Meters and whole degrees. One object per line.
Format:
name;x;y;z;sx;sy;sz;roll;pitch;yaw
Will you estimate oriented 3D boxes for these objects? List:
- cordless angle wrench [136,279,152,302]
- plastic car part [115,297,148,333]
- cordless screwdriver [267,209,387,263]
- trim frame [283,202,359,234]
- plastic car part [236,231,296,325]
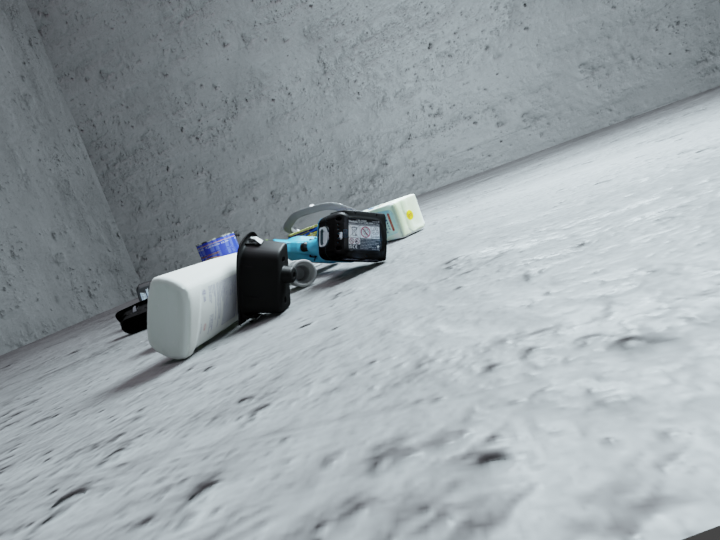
cordless angle wrench;-0.393;0.021;1.177;0.412;0.097;0.077;-20;5;-23
plastic car part;-0.452;0.093;0.953;0.203;0.063;0.070;-19;32;1
cordless screwdriver;-0.071;-0.046;0.726;0.154;0.075;0.256;2;-4;-25
trim frame;-0.081;-0.114;1.080;0.188;0.028;0.235;-30;-28;35
plastic car part;-0.120;0.011;0.556;0.073;0.115;0.065;6;13;15
